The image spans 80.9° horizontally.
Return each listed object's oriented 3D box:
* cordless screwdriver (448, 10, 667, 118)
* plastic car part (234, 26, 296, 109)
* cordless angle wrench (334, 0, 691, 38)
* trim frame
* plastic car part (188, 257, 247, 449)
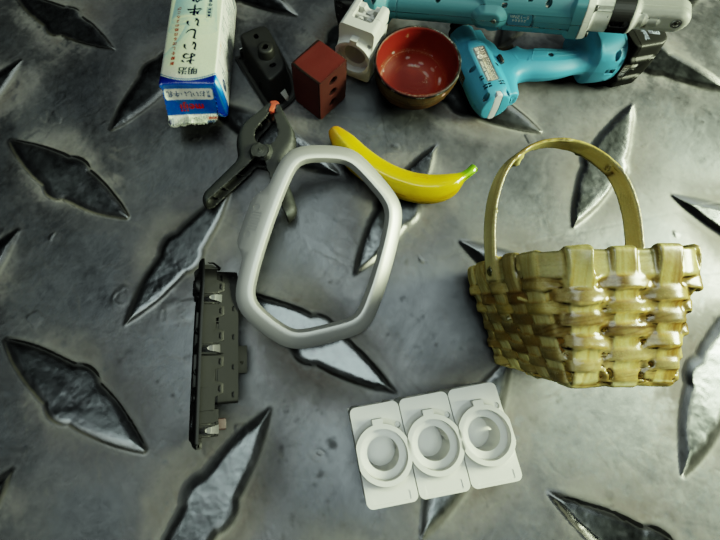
[{"bbox_3d":[0.254,-0.309,0.583,0.249,0.072,0.164,-13,69,1],"label":"cordless screwdriver"},{"bbox_3d":[-0.130,-0.289,0.587,0.065,0.069,0.120,-26,71,-7],"label":"plastic car part"},{"bbox_3d":[0.174,-0.344,0.548,0.437,0.071,0.098,16,66,18],"label":"cordless angle wrench"},{"bbox_3d":[-0.049,-0.032,0.498,0.181,0.028,0.249,18,81,-8],"label":"trim frame"},{"bbox_3d":[-0.160,0.082,0.468,0.065,0.066,0.207,-3,72,-17],"label":"plastic car part"}]
